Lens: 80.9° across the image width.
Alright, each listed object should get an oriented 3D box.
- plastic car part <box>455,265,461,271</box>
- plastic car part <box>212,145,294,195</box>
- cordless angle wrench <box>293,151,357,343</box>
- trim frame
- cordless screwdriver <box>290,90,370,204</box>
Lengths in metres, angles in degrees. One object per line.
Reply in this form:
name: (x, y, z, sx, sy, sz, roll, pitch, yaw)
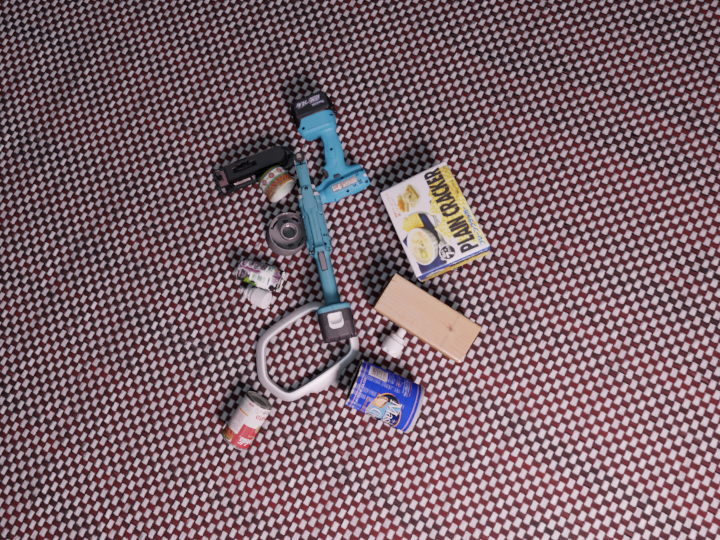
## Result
plastic car part: (0.196, -0.059, 0.955, 0.073, 0.063, 0.118, -2, 79, 15)
plastic car part: (-0.257, -0.250, 1.008, 0.202, 0.066, 0.068, -21, 77, -2)
cordless angle wrench: (-0.091, -0.059, 0.929, 0.074, 0.097, 0.428, -13, 81, -1)
trim frame: (-0.123, 0.183, 0.958, 0.248, 0.027, 0.187, -35, 81, -3)
cordless screwdriver: (-0.096, -0.279, 0.994, 0.161, 0.073, 0.250, -24, 86, 10)
